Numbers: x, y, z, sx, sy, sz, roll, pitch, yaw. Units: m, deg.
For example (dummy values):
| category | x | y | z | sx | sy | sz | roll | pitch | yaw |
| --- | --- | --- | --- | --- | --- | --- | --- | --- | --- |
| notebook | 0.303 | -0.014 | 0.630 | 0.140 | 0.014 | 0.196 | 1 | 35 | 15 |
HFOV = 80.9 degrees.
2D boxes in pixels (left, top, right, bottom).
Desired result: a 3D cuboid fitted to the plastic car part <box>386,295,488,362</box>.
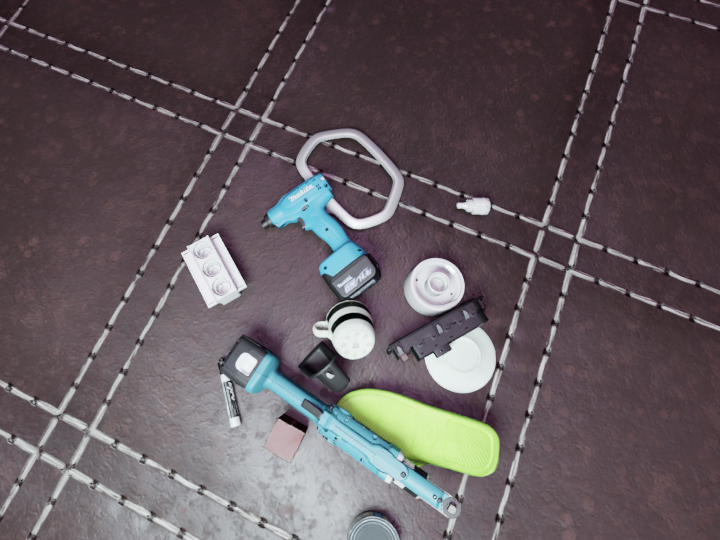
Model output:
| category | x | y | z | sx | sy | sz | roll | pitch | yaw |
| --- | --- | --- | --- | --- | --- | --- | --- | --- | --- |
| plastic car part | 0.147 | 0.111 | 0.757 | 0.202 | 0.063 | 0.070 | -32 | 62 | -6 |

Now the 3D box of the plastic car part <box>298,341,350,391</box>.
| category | x | y | z | sx | sy | sz | roll | pitch | yaw |
| --- | --- | --- | --- | --- | --- | --- | --- | --- | --- |
| plastic car part | -0.055 | 0.178 | 0.738 | 0.066 | 0.120 | 0.069 | -46 | 105 | -12 |

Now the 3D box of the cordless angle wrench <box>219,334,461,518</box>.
| category | x | y | z | sx | sy | sz | roll | pitch | yaw |
| --- | --- | --- | --- | --- | --- | --- | --- | --- | --- |
| cordless angle wrench | -0.040 | 0.249 | 0.682 | 0.439 | 0.094 | 0.074 | 29 | 76 | 19 |

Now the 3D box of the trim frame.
| category | x | y | z | sx | sy | sz | roll | pitch | yaw |
| --- | --- | --- | --- | --- | --- | --- | --- | --- | --- |
| trim frame | -0.024 | -0.198 | 0.889 | 0.183 | 0.027 | 0.254 | -39 | 78 | -11 |

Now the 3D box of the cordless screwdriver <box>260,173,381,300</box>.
| category | x | y | z | sx | sy | sz | roll | pitch | yaw |
| --- | --- | --- | --- | --- | --- | --- | --- | --- | --- |
| cordless screwdriver | -0.080 | -0.052 | 0.820 | 0.160 | 0.072 | 0.256 | -34 | 73 | 6 |
